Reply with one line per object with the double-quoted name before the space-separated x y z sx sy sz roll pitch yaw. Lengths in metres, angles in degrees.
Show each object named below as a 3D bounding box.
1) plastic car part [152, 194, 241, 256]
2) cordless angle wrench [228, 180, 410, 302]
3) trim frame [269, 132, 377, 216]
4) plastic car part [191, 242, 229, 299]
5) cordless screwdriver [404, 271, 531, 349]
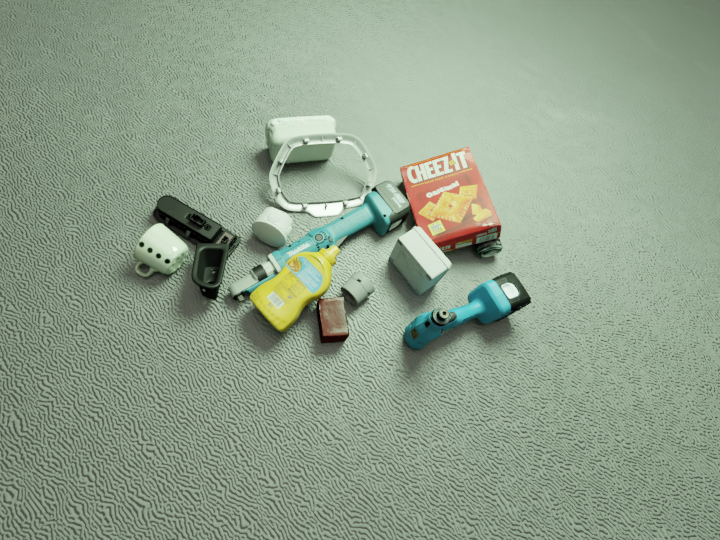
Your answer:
"plastic car part" -0.356 -0.099 0.894 0.207 0.065 0.066 28 71 10
"cordless angle wrench" -0.088 -0.057 0.897 0.417 0.073 0.101 -31 73 -17
"trim frame" -0.080 -0.213 0.949 0.243 0.028 0.181 -5 106 -13
"plastic car part" -0.296 0.009 0.837 0.065 0.069 0.121 0 48 -9
"cordless screwdriver" 0.212 0.074 0.813 0.244 0.157 0.077 -19 71 -18
